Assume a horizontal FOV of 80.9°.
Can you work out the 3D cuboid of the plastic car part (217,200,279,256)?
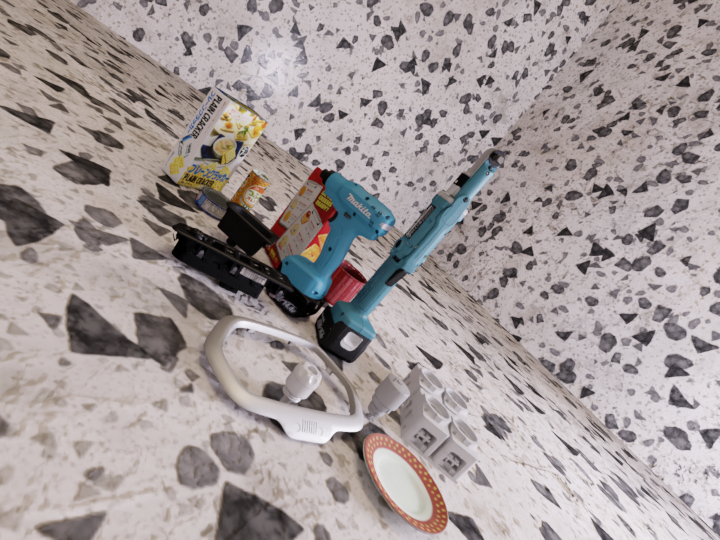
[{"bbox_3d":[-0.225,-0.072,0.816,0.116,0.071,0.066,38,13,-1],"label":"plastic car part"}]

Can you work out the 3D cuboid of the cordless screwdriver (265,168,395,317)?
[{"bbox_3d":[-0.073,-0.048,0.744,0.165,0.249,0.071,44,14,21],"label":"cordless screwdriver"}]

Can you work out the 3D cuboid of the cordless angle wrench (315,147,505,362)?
[{"bbox_3d":[0.081,-0.029,0.704,0.072,0.424,0.101,35,14,-21],"label":"cordless angle wrench"}]

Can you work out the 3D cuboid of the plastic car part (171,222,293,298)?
[{"bbox_3d":[-0.205,-0.008,0.655,0.196,0.067,0.068,34,14,-20],"label":"plastic car part"}]

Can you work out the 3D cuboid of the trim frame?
[{"bbox_3d":[-0.093,0.136,0.548,0.235,0.027,0.194,29,16,-38],"label":"trim frame"}]
